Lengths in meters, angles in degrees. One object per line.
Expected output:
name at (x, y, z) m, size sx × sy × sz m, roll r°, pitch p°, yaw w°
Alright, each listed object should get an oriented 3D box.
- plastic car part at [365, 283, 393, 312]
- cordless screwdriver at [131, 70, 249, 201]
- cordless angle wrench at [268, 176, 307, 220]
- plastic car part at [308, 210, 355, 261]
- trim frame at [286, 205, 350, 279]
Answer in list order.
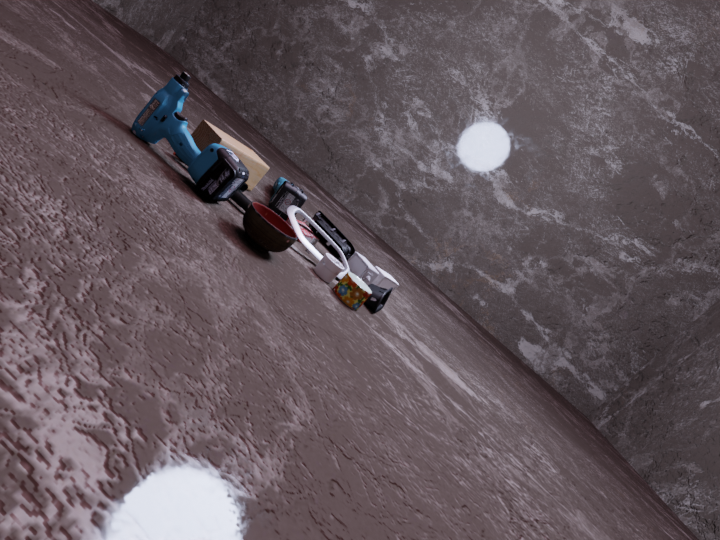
plastic car part at (0.030, 0.063, 1.071) m, size 0.073 × 0.066 × 0.113 m, roll 28°, pitch 9°, yaw 16°
cordless screwdriver at (-0.324, -0.263, 0.838) m, size 0.252 × 0.160 × 0.073 m, roll 44°, pitch 10°, yaw 6°
cordless angle wrench at (-0.242, -0.249, 1.324) m, size 0.072 × 0.098 × 0.438 m, roll 34°, pitch 8°, yaw -22°
plastic car part at (-0.095, -0.104, 1.308) m, size 0.212 × 0.066 × 0.064 m, roll 45°, pitch 20°, yaw 24°
trim frame at (-0.106, -0.069, 1.086) m, size 0.238 × 0.028 × 0.190 m, roll 43°, pitch 20°, yaw -26°
